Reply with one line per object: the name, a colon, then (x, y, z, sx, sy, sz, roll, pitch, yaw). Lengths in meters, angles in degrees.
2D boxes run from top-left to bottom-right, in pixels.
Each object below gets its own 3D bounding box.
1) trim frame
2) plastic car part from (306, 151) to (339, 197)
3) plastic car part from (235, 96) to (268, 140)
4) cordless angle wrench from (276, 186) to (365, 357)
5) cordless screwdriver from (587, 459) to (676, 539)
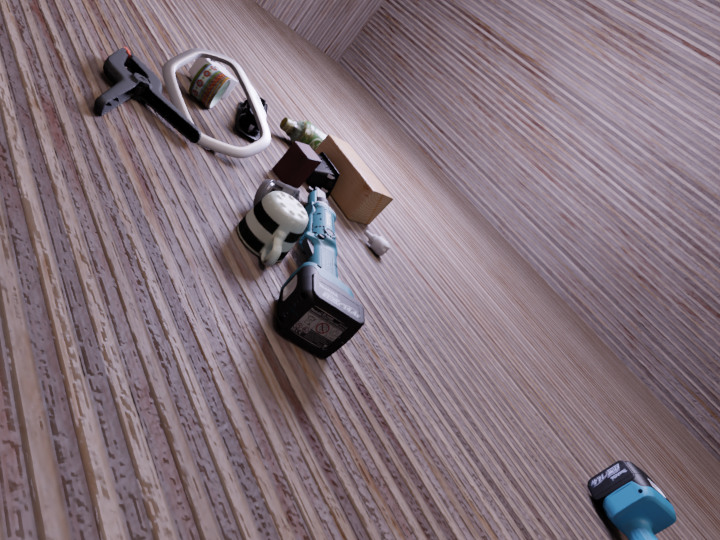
trim frame: (-0.261, -0.313, 0.786, 0.178, 0.028, 0.254, -17, 74, -35)
plastic car part: (-0.106, -0.228, 0.959, 0.068, 0.066, 0.122, 5, 39, -35)
plastic car part: (-0.237, -0.350, 0.952, 0.063, 0.068, 0.210, 38, 25, -30)
cordless angle wrench: (-0.067, -0.044, 0.686, 0.094, 0.075, 0.436, 34, 23, -23)
cordless screwdriver: (0.466, 0.408, 0.638, 0.073, 0.160, 0.250, 41, 22, -10)
